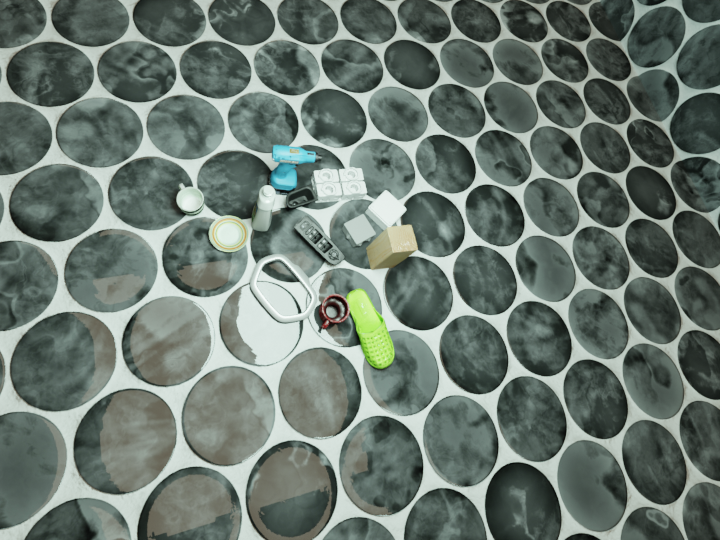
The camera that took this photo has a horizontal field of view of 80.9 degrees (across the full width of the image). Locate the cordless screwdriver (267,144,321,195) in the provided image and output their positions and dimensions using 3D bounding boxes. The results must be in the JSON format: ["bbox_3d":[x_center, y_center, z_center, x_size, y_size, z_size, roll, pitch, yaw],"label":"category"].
[{"bbox_3d":[-0.232,-0.339,1.434,0.155,0.250,0.076,3,73,-16],"label":"cordless screwdriver"}]

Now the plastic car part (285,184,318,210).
[{"bbox_3d":[-0.219,-0.248,1.502,0.114,0.071,0.067,-24,81,-21],"label":"plastic car part"}]

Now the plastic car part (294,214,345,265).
[{"bbox_3d":[-0.144,-0.094,1.468,0.204,0.067,0.066,44,67,4],"label":"plastic car part"}]

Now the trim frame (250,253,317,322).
[{"bbox_3d":[-0.254,0.059,1.409,0.182,0.027,0.251,-40,84,-22],"label":"trim frame"}]
